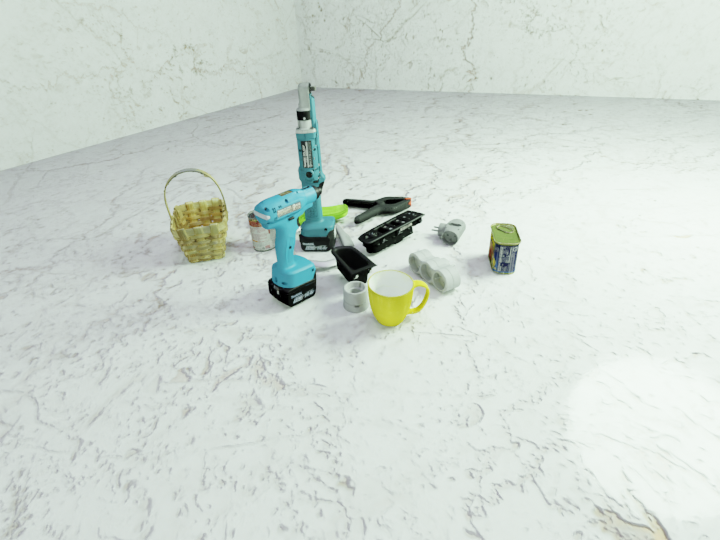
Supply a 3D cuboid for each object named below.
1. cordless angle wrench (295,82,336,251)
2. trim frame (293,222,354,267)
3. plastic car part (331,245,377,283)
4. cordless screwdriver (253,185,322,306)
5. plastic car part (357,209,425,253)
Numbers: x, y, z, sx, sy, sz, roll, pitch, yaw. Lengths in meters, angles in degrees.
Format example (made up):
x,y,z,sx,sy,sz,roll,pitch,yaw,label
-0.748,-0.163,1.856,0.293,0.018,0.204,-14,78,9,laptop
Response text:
x,y,z,sx,sy,sz,roll,pitch,yaw,label
-0.123,-0.247,1.057,0.099,0.410,0.075,1,30,7,cordless angle wrench
-0.111,-0.073,1.140,0.182,0.027,0.259,-11,32,-9,trim frame
-0.020,-0.004,0.975,0.064,0.069,0.123,-19,34,-23,plastic car part
-0.138,-0.057,0.915,0.079,0.241,0.155,25,40,39,cordless screwdriver
0.078,-0.099,1.117,0.197,0.065,0.070,-25,37,-29,plastic car part
